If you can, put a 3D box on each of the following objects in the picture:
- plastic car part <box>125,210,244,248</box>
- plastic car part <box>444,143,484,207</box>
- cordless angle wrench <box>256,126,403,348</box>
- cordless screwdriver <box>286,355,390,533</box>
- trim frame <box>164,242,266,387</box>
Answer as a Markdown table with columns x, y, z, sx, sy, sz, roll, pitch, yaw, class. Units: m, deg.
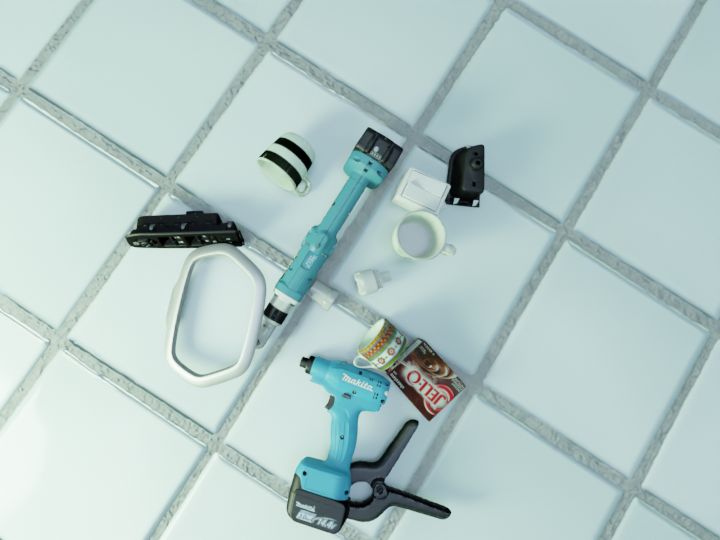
| x | y | z | sx | sy | sz | roll | pitch | yaw | class |
| --- | --- | --- | --- | --- | --- | --- | --- | --- | --- |
| -0.311 | -0.072 | 0.744 | 0.202 | 0.065 | 0.068 | -6 | 77 | -3 | plastic car part |
| 0.198 | -0.178 | 0.764 | 0.065 | 0.071 | 0.117 | 6 | 88 | -6 | plastic car part |
| -0.072 | -0.047 | 0.737 | 0.074 | 0.099 | 0.423 | 32 | 88 | -6 | cordless angle wrench |
| -0.060 | 0.275 | 0.704 | 0.162 | 0.072 | 0.250 | 17 | 74 | 9 | cordless screwdriver |
| -0.255 | 0.075 | 0.728 | 0.189 | 0.027 | 0.249 | 10 | 87 | 13 | trim frame |
